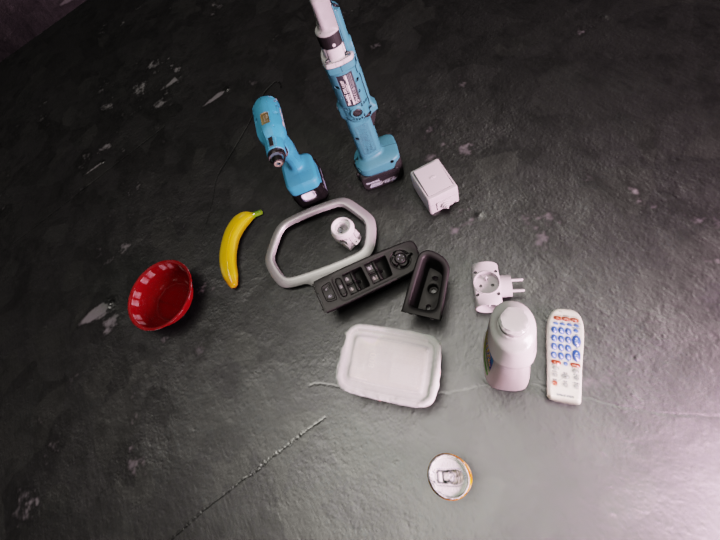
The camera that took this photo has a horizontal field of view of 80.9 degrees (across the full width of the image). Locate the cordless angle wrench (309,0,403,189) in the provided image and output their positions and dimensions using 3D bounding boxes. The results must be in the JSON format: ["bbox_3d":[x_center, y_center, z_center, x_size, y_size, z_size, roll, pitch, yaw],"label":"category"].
[{"bbox_3d":[-0.008,-0.296,0.747,0.099,0.403,0.077,-16,62,9],"label":"cordless angle wrench"}]

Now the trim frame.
[{"bbox_3d":[-0.086,-0.056,0.877,0.251,0.026,0.191,-21,59,10],"label":"trim frame"}]

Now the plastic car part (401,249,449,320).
[{"bbox_3d":[0.121,0.032,0.732,0.069,0.067,0.117,10,69,22],"label":"plastic car part"}]

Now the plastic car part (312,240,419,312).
[{"bbox_3d":[0.019,0.015,0.780,0.204,0.064,0.069,-27,60,6],"label":"plastic car part"}]

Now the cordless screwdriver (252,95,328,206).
[{"bbox_3d":[-0.137,-0.212,0.850,0.075,0.237,0.165,-21,61,7],"label":"cordless screwdriver"}]
